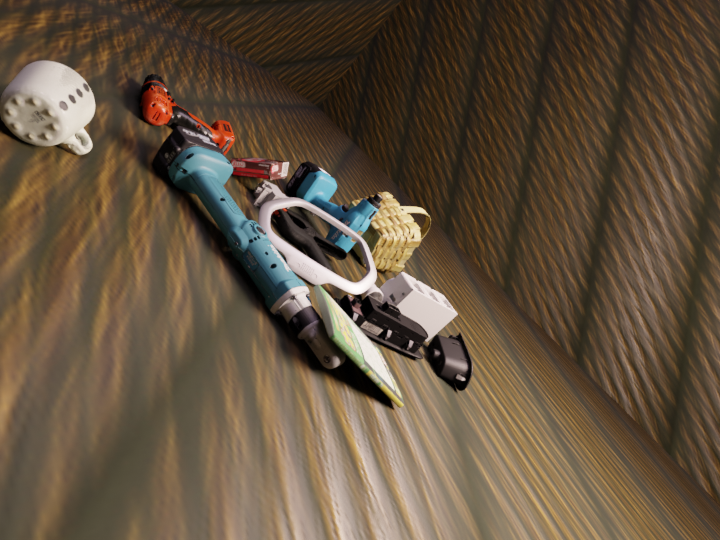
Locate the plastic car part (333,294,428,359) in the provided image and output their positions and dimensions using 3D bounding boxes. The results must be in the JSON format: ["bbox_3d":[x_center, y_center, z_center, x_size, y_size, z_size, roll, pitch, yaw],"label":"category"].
[{"bbox_3d":[0.047,0.092,0.740,0.193,0.067,0.069,35,12,-30],"label":"plastic car part"}]

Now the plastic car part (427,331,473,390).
[{"bbox_3d":[0.166,0.168,0.819,0.070,0.065,0.119,23,25,-11],"label":"plastic car part"}]

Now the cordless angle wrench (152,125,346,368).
[{"bbox_3d":[-0.158,-0.040,0.604,0.439,0.075,0.094,51,20,21],"label":"cordless angle wrench"}]

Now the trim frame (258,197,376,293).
[{"bbox_3d":[-0.075,-0.049,0.772,0.245,0.028,0.186,32,37,-8],"label":"trim frame"}]

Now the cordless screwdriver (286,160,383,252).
[{"bbox_3d":[-0.061,-0.162,0.950,0.070,0.160,0.262,22,24,-48],"label":"cordless screwdriver"}]
